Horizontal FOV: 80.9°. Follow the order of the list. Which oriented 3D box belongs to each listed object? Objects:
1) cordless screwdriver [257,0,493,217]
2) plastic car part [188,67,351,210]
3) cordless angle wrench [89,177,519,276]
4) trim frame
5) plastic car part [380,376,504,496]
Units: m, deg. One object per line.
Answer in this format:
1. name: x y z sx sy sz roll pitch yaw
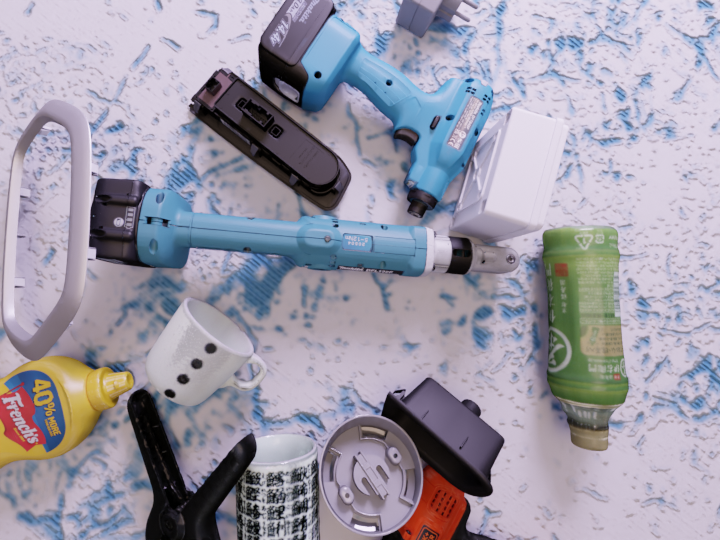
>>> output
1. cordless screwdriver: 0.006 -0.175 0.454 0.247 0.075 0.159 27 84 -4
2. plastic car part: -0.092 -0.147 0.455 0.202 0.067 0.066 39 77 -1
3. cordless angle wrench: -0.042 -0.028 0.430 0.419 0.098 0.075 5 83 -5
4. trim frame: -0.299 -0.043 0.399 0.191 0.026 0.251 -10 81 32
5. plastic car part: 0.086 0.154 0.418 0.122 0.064 0.070 32 54 25
